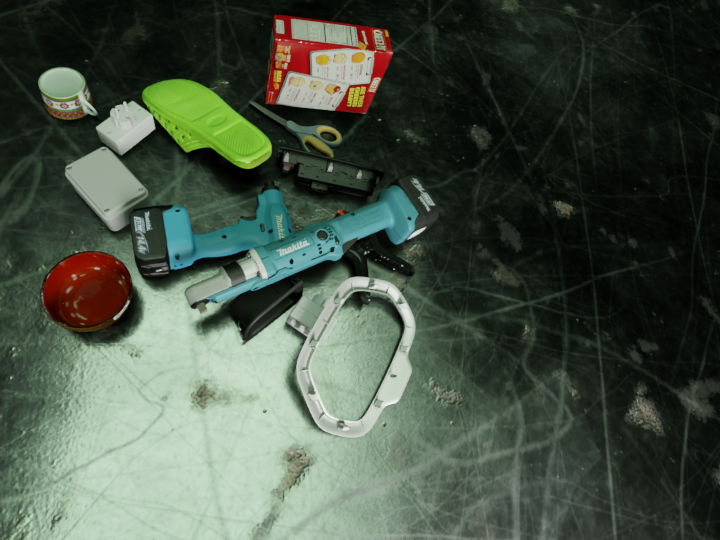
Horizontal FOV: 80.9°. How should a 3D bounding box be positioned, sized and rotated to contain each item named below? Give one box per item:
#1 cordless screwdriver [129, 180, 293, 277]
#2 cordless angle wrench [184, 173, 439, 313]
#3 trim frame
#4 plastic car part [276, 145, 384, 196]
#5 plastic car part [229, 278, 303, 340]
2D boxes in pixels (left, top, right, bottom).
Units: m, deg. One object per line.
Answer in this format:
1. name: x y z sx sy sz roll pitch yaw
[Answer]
1. cordless screwdriver: -0.233 -0.073 0.678 0.242 0.074 0.164 -5 67 -20
2. cordless angle wrench: -0.064 -0.042 0.652 0.412 0.074 0.100 -25 75 -26
3. trim frame: 0.004 0.123 0.639 0.178 0.028 0.249 42 60 -20
4. plastic car part: -0.054 -0.175 0.772 0.199 0.066 0.068 7 75 -10
5. plastic car part: -0.152 0.044 0.650 0.115 0.064 0.073 -36 70 -23
